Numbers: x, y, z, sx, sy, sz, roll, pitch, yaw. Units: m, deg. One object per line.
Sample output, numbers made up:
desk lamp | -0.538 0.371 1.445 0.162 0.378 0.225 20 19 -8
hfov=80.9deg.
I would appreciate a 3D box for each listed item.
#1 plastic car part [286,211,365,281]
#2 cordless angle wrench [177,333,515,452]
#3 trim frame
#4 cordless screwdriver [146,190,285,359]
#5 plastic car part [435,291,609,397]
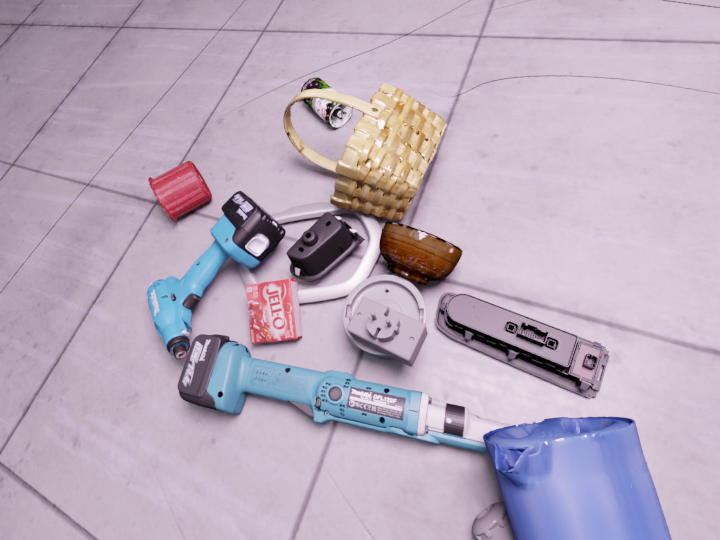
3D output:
plastic car part | -0.061 -0.040 0.626 0.116 0.068 0.069 -42 60 -10
cordless angle wrench | -0.029 0.163 0.540 0.436 0.071 0.099 7 66 18
trim frame | -0.086 -0.034 0.681 0.254 0.026 0.189 -10 63 14
cordless screwdriver | -0.223 0.006 0.648 0.249 0.070 0.168 -45 46 3
plastic car part | 0.188 0.080 0.520 0.213 0.064 0.066 21 78 28
